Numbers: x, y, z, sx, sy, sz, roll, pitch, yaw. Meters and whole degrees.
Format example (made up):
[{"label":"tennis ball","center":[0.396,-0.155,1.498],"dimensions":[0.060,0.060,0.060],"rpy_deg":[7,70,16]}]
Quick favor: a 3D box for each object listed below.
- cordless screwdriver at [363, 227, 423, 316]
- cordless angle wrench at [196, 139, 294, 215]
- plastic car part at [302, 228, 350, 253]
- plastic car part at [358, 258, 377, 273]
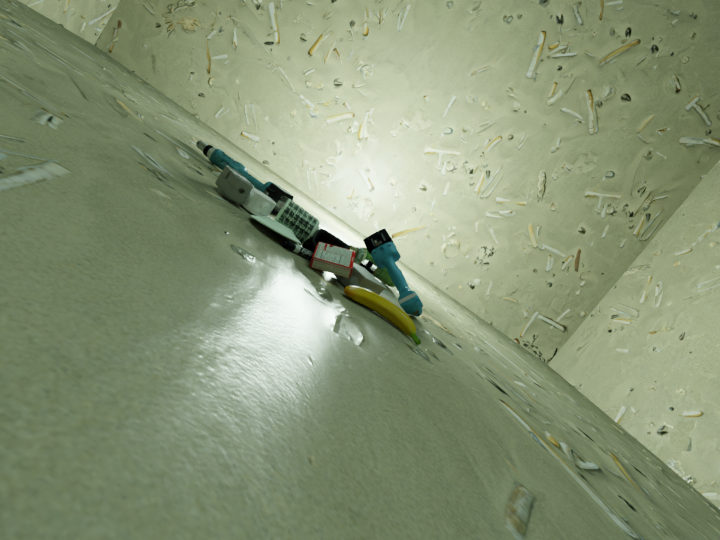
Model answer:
[{"label":"cordless screwdriver","center":[0.101,0.012,1.182],"dimensions":[0.259,0.075,0.151],"rpy_deg":[64,8,27]},{"label":"cordless angle wrench","center":[-0.383,-0.308,1.312],"dimensions":[0.443,0.074,0.093],"rpy_deg":[37,7,27]},{"label":"plastic car part","center":[-0.090,-0.051,1.003],"dimensions":[0.111,0.067,0.073],"rpy_deg":[32,-34,-32]},{"label":"plastic car part","center":[0.010,0.001,1.159],"dimensions":[0.067,0.067,0.200],"rpy_deg":[29,4,4]}]
